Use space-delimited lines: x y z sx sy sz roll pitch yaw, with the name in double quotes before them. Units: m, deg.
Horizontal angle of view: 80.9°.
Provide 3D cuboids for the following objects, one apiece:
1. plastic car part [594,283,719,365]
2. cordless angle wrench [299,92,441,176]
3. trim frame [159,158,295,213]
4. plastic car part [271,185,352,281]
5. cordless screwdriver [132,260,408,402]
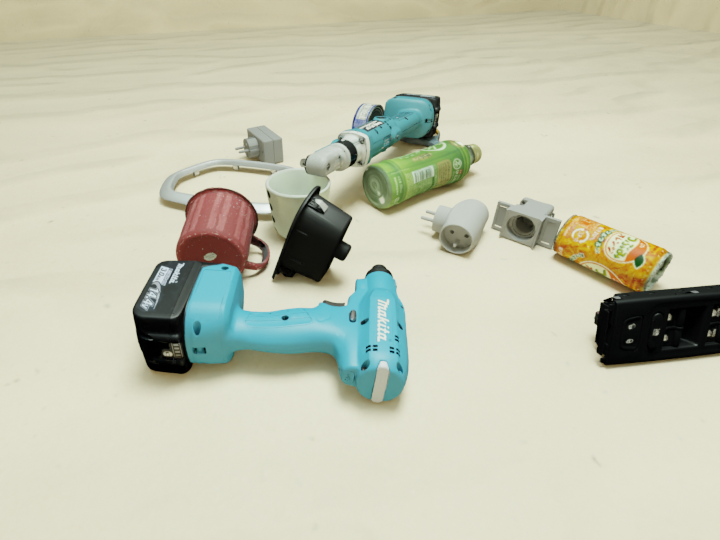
"plastic car part" 0.320 0.046 0.414 0.202 0.065 0.068 -3 11 -2
"cordless angle wrench" 0.031 -0.224 0.694 0.102 0.072 0.417 14 33 21
"trim frame" -0.205 -0.138 0.693 0.254 0.027 0.186 9 37 11
"plastic car part" -0.048 -0.031 0.489 0.071 0.116 0.066 32 41 0
"cordless screwdriver" -0.080 0.037 0.422 0.250 0.072 0.163 6 37 2
